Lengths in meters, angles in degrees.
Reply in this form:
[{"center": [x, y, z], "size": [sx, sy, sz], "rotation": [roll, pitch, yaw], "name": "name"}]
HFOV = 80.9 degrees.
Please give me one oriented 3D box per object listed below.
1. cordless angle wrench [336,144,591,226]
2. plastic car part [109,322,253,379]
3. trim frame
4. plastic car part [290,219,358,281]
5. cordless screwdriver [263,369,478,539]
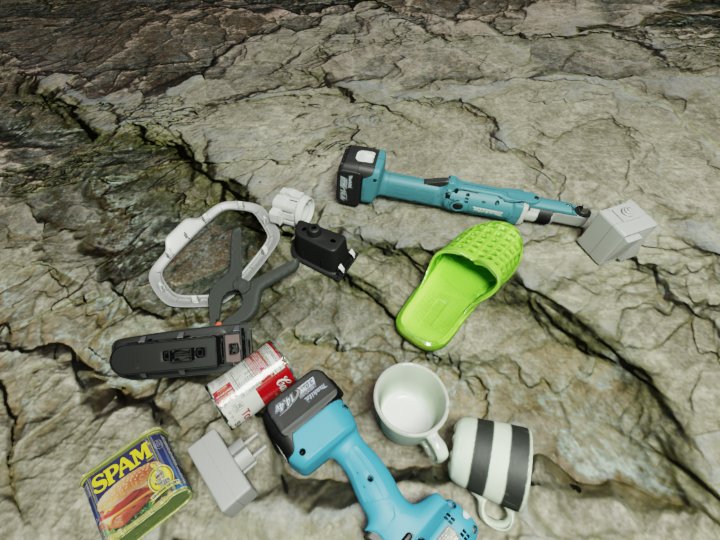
[{"center": [0.171, -0.132, 0.741], "size": [0.430, 0.095, 0.075], "rotation": [13, 54, 9], "name": "cordless angle wrench"}, {"center": [-0.255, 0.118, 0.585], "size": [0.204, 0.066, 0.066], "rotation": [-6, 90, 5], "name": "plastic car part"}, {"center": [-0.252, -0.037, 0.734], "size": [0.192, 0.026, 0.248], "rotation": [22, 59, 21], "name": "trim frame"}, {"center": [-0.068, -0.045, 0.697], "size": [0.121, 0.069, 0.066], "rotation": [25, 56, 18], "name": "plastic car part"}, {"center": [-0.017, 0.245, 0.465], "size": [0.157, 0.072, 0.260], "rotation": [-38, 62, -23], "name": "cordless screwdriver"}]
